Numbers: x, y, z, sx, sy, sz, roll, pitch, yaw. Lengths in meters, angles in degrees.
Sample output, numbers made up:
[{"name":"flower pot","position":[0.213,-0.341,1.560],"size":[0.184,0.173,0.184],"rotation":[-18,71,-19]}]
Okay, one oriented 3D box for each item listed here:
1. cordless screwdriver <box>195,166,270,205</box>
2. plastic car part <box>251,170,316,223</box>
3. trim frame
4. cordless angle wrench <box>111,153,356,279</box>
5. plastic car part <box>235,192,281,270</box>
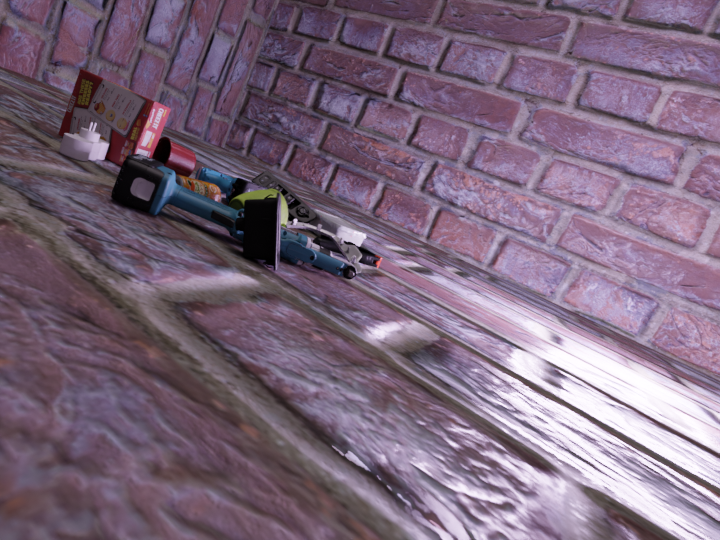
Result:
[{"name":"cordless screwdriver","position":[-0.315,-0.207,1.109],"size":[0.151,0.074,0.263],"rotation":[13,11,-45]},{"name":"plastic car part","position":[-0.214,-0.187,1.170],"size":[0.209,0.066,0.065],"rotation":[38,46,14]},{"name":"trim frame","position":[-0.088,-0.057,0.895],"size":[0.177,0.027,0.260],"rotation":[14,19,-23]},{"name":"cordless angle wrench","position":[-0.195,-0.075,0.726],"size":[0.412,0.074,0.101],"rotation":[23,10,-14]},{"name":"plastic car part","position":[-0.159,-0.064,0.662],"size":[0.071,0.115,0.067],"rotation":[-1,12,-4]}]
